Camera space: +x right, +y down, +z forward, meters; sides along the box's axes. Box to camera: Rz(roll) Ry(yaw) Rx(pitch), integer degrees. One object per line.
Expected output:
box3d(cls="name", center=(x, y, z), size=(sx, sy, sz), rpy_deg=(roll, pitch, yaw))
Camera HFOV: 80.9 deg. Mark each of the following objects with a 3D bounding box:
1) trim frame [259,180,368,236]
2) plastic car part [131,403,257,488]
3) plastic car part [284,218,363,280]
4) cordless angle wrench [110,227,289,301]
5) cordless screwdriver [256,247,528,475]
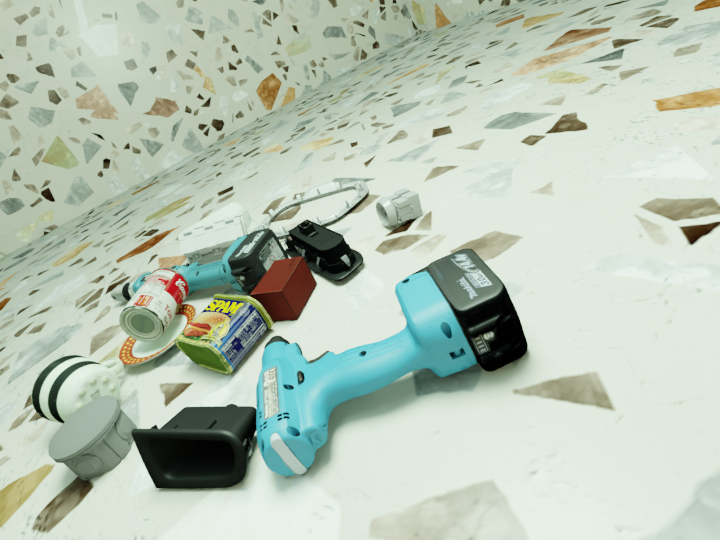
box3d(cls="trim frame", center=(-0.101, -0.128, 0.854), size=(0.256, 0.026, 0.186), rpy_deg=(-14, 31, 25))
box3d(cls="plastic car part", center=(-0.144, 0.158, 0.404), size=(0.119, 0.064, 0.071), rpy_deg=(-12, 16, 18))
box3d(cls="plastic car part", center=(-0.064, -0.042, 0.656), size=(0.065, 0.065, 0.214), rpy_deg=(-28, 30, -19))
box3d(cls="cordless angle wrench", center=(-0.321, 0.016, 0.761), size=(0.439, 0.071, 0.098), rpy_deg=(-11, 32, 30))
box3d(cls="cordless screwdriver", center=(0.010, 0.068, 0.406), size=(0.249, 0.071, 0.165), rpy_deg=(-29, 28, 2))
